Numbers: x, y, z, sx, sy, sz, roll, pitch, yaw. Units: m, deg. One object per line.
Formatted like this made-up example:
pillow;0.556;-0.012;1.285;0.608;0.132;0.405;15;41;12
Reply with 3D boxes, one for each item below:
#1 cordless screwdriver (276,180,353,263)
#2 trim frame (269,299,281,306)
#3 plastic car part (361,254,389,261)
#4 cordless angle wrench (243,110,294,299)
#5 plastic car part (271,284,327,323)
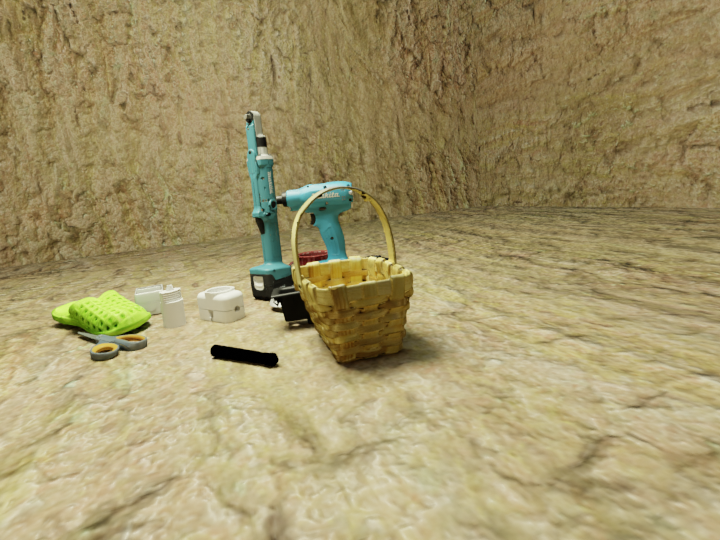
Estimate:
cordless screwdriver;-0.087;-0.057;0.887;0.160;0.246;0.074;-5;8;4
trim frame;-0.071;0.054;0.885;0.256;0.027;0.181;-2;12;18
plastic car part;0.008;-0.001;1.020;0.069;0.066;0.196;1;13;33
cordless angle wrench;-0.219;-0.147;0.968;0.078;0.419;0.094;0;9;35
plastic car part;-0.096;0.061;0.756;0.116;0.070;0.067;-6;9;-2
